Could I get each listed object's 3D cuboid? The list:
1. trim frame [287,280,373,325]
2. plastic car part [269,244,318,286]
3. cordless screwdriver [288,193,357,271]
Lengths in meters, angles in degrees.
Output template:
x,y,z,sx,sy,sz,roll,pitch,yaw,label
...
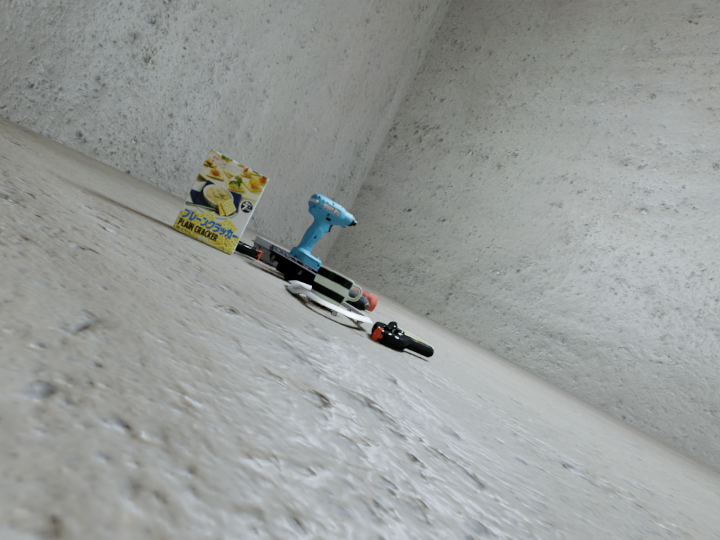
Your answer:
x,y,z,sx,sy,sz,roll,pitch,yaw,label
-0.074,0.070,0.937,0.176,0.027,0.259,26,1,-26,trim frame
-0.156,0.006,1.105,0.199,0.067,0.068,26,0,-11,plastic car part
-0.117,-0.077,1.199,0.151,0.249,0.078,26,0,-31,cordless screwdriver
